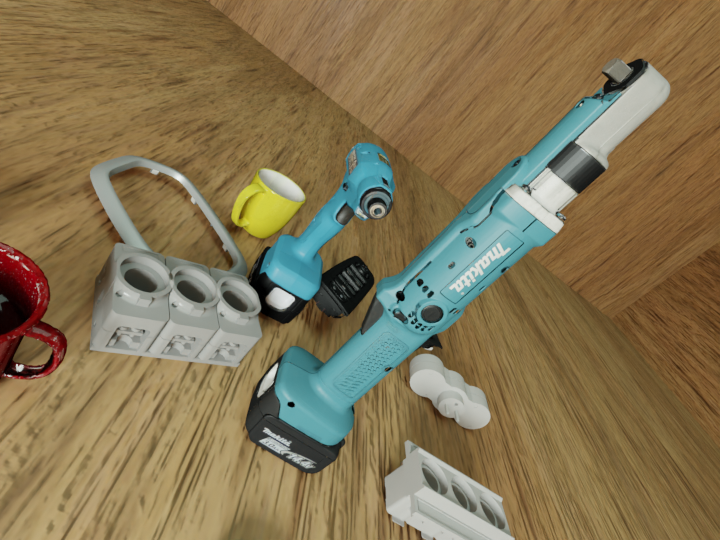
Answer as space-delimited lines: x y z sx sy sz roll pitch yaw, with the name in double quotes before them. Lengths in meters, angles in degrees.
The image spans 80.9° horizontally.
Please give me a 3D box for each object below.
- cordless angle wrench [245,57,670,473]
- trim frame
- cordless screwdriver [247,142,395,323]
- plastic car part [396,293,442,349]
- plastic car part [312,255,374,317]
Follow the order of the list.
"cordless angle wrench" 0.053 0.021 0.349 0.096 0.425 0.076 37 25 -13
"trim frame" -0.246 -0.067 0.559 0.258 0.028 0.177 49 25 19
"cordless screwdriver" -0.050 -0.033 0.509 0.072 0.250 0.164 33 26 -21
"plastic car part" 0.072 0.089 0.695 0.063 0.071 0.122 26 28 -31
"plastic car part" -0.026 0.028 0.665 0.067 0.067 0.199 43 24 3
